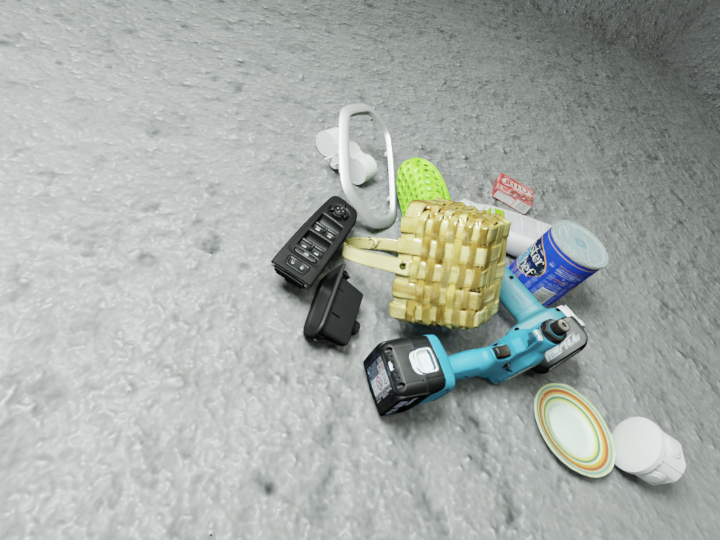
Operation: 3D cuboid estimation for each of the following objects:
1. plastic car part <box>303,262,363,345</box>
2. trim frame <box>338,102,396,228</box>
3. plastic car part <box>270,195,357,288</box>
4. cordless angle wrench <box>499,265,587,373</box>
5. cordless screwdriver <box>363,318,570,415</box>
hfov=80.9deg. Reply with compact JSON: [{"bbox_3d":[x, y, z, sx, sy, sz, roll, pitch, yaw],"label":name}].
[{"bbox_3d":[-0.032,0.061,0.600,0.069,0.067,0.118,31,48,-19],"label":"plastic car part"},{"bbox_3d":[0.018,-0.195,0.782,0.174,0.028,0.253,13,67,-47],"label":"trim frame"},{"bbox_3d":[-0.064,-0.042,0.659,0.067,0.066,0.203,26,50,6],"label":"plastic car part"},{"bbox_3d":[0.203,-0.025,0.749,0.443,0.098,0.070,56,8,31],"label":"cordless angle wrench"},{"bbox_3d":[0.139,0.116,0.553,0.240,0.158,0.077,-3,59,-24],"label":"cordless screwdriver"}]
